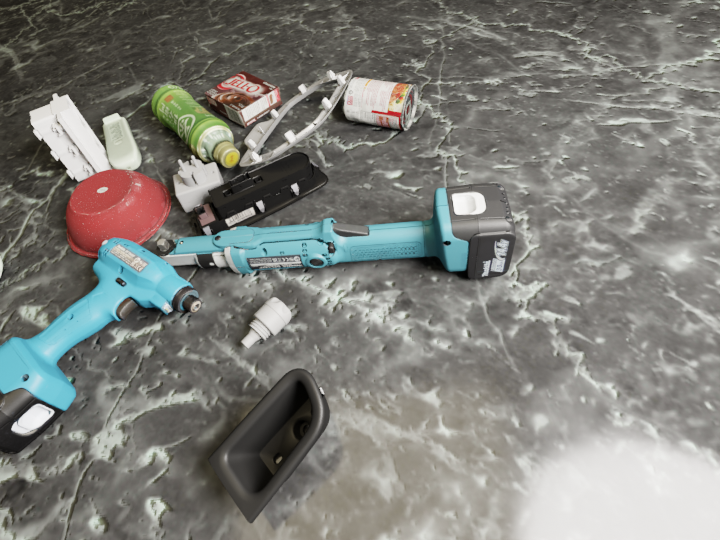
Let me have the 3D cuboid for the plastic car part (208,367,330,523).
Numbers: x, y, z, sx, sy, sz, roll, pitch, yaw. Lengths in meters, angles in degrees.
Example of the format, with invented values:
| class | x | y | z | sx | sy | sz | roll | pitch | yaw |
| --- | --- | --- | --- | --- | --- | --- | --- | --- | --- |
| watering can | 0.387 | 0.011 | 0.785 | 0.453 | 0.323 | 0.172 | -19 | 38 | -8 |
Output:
| class | x | y | z | sx | sy | sz | roll | pitch | yaw |
| --- | --- | --- | --- | --- | --- | --- | --- | --- | --- |
| plastic car part | -0.066 | 0.150 | 0.382 | 0.069 | 0.067 | 0.116 | 39 | 84 | 28 |

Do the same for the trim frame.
| class | x | y | z | sx | sy | sz | roll | pitch | yaw |
| --- | --- | --- | --- | --- | --- | --- | --- | --- | --- |
| trim frame | -0.103 | -0.241 | 0.654 | 0.191 | 0.026 | 0.251 | -14 | 42 | 34 |

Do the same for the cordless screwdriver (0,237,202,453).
| class | x | y | z | sx | sy | sz | roll | pitch | yaw |
| --- | --- | --- | --- | --- | --- | --- | --- | --- | --- |
| cordless screwdriver | -0.306 | 0.080 | 0.472 | 0.166 | 0.071 | 0.248 | 24 | 61 | 23 |

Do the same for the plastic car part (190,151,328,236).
| class | x | y | z | sx | sy | sz | roll | pitch | yaw |
| --- | --- | --- | --- | --- | --- | --- | --- | --- | --- |
| plastic car part | -0.145 | -0.114 | 0.596 | 0.200 | 0.064 | 0.070 | -25 | 48 | -12 |

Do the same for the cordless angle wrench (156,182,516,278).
| class | x | y | z | sx | sy | sz | roll | pitch | yaw |
| --- | --- | --- | --- | --- | --- | --- | --- | --- | --- |
| cordless angle wrench | -0.050 | -0.033 | 0.509 | 0.431 | 0.093 | 0.076 | -3 | 54 | 12 |
